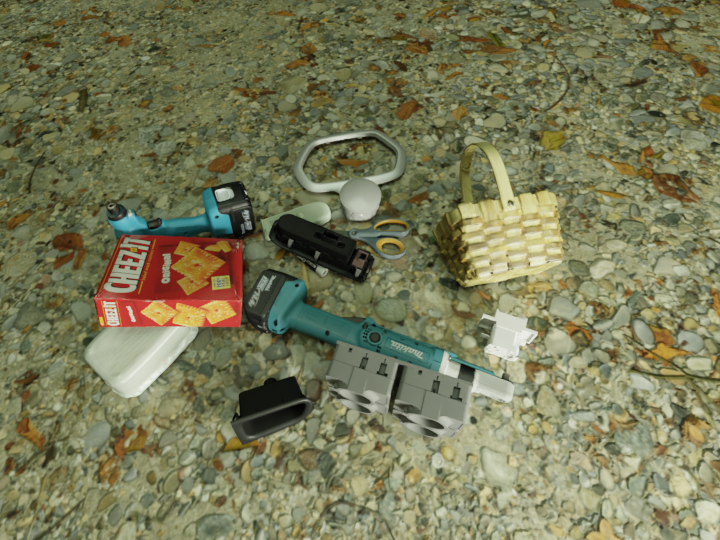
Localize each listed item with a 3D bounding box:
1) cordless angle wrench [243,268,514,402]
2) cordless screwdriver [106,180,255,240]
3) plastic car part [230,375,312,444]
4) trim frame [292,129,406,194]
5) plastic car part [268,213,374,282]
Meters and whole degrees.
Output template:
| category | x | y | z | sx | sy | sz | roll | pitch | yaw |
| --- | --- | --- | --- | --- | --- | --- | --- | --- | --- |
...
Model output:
| category | x | y | z | sx | sy | sz | roll | pitch | yaw |
| --- | --- | --- | --- | --- | --- | --- | --- | --- | --- |
| cordless angle wrench | 0.020 | 0.112 | 0.666 | 0.435 | 0.072 | 0.098 | 19 | 61 | 15 |
| cordless screwdriver | -0.328 | -0.101 | 0.788 | 0.246 | 0.154 | 0.078 | -20 | 59 | -10 |
| plastic car part | -0.136 | 0.198 | 0.635 | 0.115 | 0.063 | 0.075 | -20 | 44 | -12 |
| trim frame | -0.024 | -0.237 | 0.920 | 0.248 | 0.026 | 0.191 | -10 | 56 | -2 |
| plastic car part | -0.075 | -0.049 | 0.766 | 0.208 | 0.065 | 0.066 | 21 | 62 | 12 |
